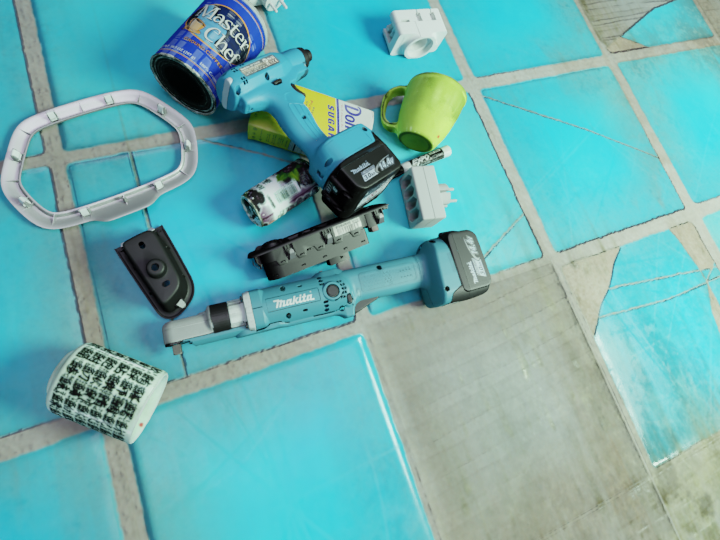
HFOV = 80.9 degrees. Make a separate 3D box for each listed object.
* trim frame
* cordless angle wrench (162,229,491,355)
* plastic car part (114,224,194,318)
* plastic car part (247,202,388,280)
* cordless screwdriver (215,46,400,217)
[{"bbox_3d":[-0.341,-0.152,0.562,0.243,0.028,0.187,-26,82,-20],"label":"trim frame"},{"bbox_3d":[-0.039,0.032,0.554,0.415,0.074,0.100,-12,78,-13],"label":"cordless angle wrench"},{"bbox_3d":[-0.248,-0.003,0.515,0.065,0.071,0.118,-32,81,-19],"label":"plastic car part"},{"bbox_3d":[-0.056,-0.037,0.577,0.198,0.069,0.066,-19,107,-19],"label":"plastic car part"},{"bbox_3d":[-0.054,-0.199,0.565,0.252,0.074,0.157,44,58,7],"label":"cordless screwdriver"}]
